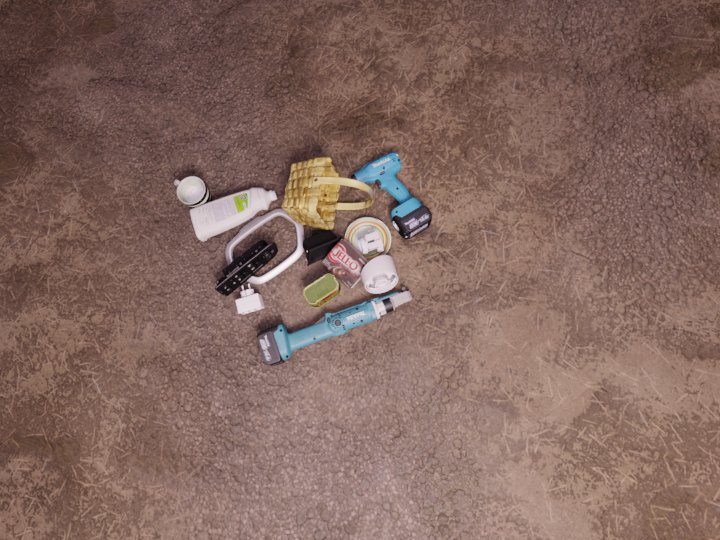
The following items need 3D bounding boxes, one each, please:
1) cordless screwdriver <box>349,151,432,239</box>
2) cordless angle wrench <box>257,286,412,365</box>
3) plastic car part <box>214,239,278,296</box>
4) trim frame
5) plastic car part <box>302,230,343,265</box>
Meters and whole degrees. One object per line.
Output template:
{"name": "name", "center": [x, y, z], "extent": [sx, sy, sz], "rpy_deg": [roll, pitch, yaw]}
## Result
{"name": "cordless screwdriver", "center": [0.082, -0.204, 1.190], "extent": [0.159, 0.072, 0.256], "rpy_deg": [-27, 72, -1]}
{"name": "cordless angle wrench", "center": [-0.062, 0.140, 1.126], "extent": [0.422, 0.073, 0.100], "rpy_deg": [-20, 77, -1]}
{"name": "plastic car part", "center": [-0.318, -0.015, 1.176], "extent": [0.203, 0.063, 0.071], "rpy_deg": [-36, 52, -2]}
{"name": "trim frame", "center": [-0.274, -0.072, 1.221], "extent": [0.248, 0.027, 0.189], "rpy_deg": [-38, 77, -1]}
{"name": "plastic car part", "center": [-0.116, -0.076, 1.182], "extent": [0.114, 0.064, 0.074], "rpy_deg": [-29, 61, -29]}
